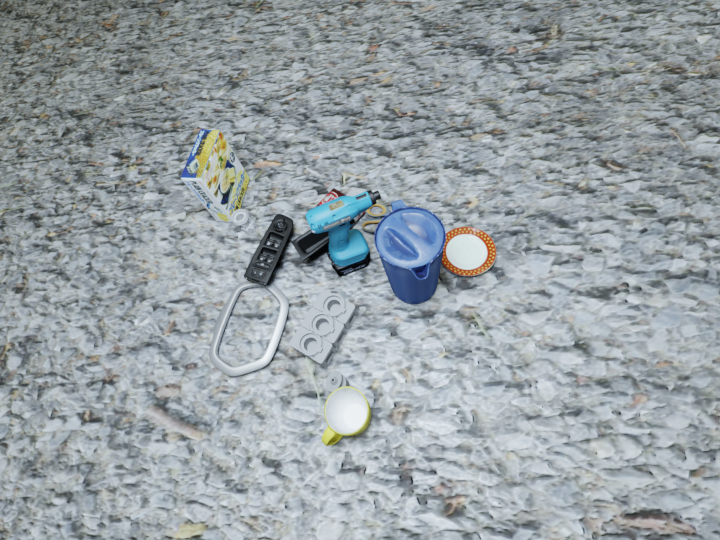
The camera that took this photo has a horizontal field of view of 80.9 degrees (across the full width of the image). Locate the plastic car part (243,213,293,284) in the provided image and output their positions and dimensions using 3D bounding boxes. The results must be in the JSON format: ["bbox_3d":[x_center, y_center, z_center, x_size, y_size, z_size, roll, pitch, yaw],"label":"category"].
[{"bbox_3d":[-0.224,-0.051,1.088,0.068,0.064,0.205,12,67,17],"label":"plastic car part"}]

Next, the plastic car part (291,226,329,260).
[{"bbox_3d":[-0.104,-0.068,1.066,0.116,0.068,0.069,-33,62,-5],"label":"plastic car part"}]

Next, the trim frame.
[{"bbox_3d":[-0.273,0.133,1.029,0.190,0.026,0.252,7,66,17],"label":"trim frame"}]

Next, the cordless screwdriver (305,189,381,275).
[{"bbox_3d":[-0.020,-0.086,0.956,0.159,0.239,0.077,-22,63,0],"label":"cordless screwdriver"}]
